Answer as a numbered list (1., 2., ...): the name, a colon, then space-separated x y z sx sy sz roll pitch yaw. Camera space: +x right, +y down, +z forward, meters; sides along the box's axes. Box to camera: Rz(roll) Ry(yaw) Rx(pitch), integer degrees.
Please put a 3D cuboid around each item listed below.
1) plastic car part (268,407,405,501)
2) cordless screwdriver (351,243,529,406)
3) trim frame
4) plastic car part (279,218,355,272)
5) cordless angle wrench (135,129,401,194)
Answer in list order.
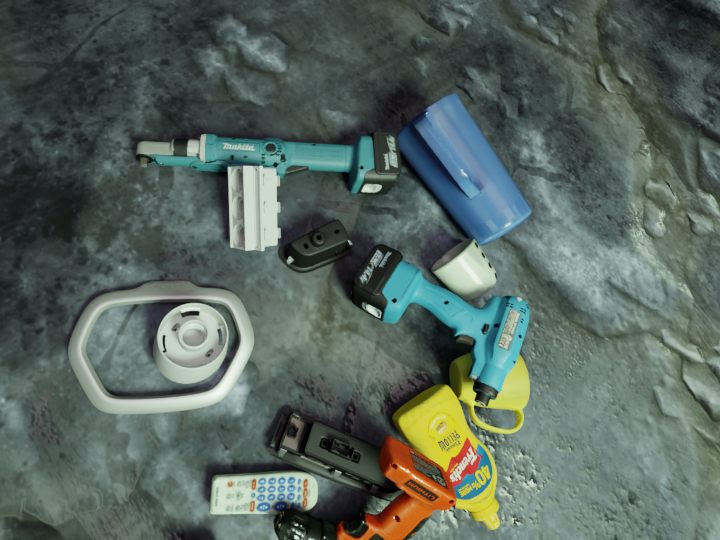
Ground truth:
1. plastic car part: -0.018 0.251 0.577 0.201 0.067 0.067 26 49 -6
2. cordless screwdriver: 0.103 0.072 0.617 0.256 0.072 0.159 23 66 15
3. trim frame: -0.276 0.102 0.597 0.244 0.027 0.188 -3 73 -10
4. plastic car part: -0.065 -0.042 0.664 0.114 0.071 0.067 -25 79 -22
5. cordless angle wrench: -0.148 -0.188 0.700 0.417 0.074 0.100 1 73 -8
